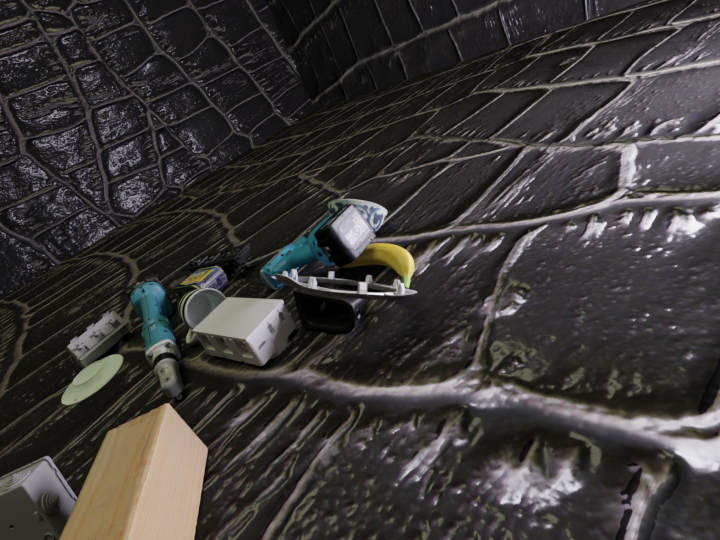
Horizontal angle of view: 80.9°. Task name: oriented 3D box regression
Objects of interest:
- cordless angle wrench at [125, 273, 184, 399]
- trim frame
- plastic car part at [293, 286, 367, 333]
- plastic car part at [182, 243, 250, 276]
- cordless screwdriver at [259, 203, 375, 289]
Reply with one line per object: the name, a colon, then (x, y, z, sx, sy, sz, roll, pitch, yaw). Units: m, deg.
cordless angle wrench: (-0.394, 0.117, 0.821, 0.073, 0.094, 0.446, -31, 30, -18)
trim frame: (-0.032, 0.018, 0.618, 0.177, 0.027, 0.260, 2, 5, -29)
plastic car part: (-0.035, 0.053, 0.646, 0.122, 0.064, 0.069, 1, 22, 38)
plastic car part: (-0.345, -0.015, 1.025, 0.211, 0.064, 0.067, -6, 39, 30)
cordless screwdriver: (-0.079, -0.051, 0.805, 0.257, 0.072, 0.158, -21, 23, 46)
